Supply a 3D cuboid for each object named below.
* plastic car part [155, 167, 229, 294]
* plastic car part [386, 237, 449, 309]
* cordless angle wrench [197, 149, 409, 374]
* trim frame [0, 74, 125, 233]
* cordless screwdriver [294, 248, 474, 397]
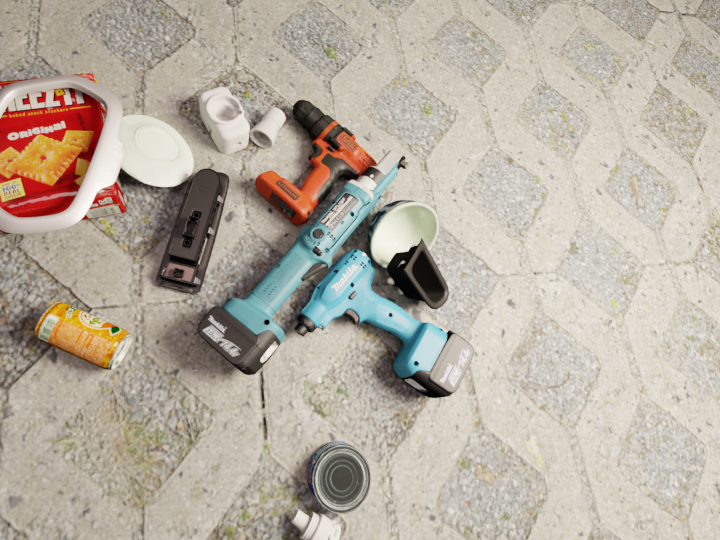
[{"bbox_3d":[-0.251,-0.073,0.638,0.066,0.066,0.206,11,67,-5],"label":"plastic car part"},{"bbox_3d":[0.083,0.013,0.669,0.066,0.074,0.111,-54,127,-29],"label":"plastic car part"},{"bbox_3d":[-0.062,-0.041,0.639,0.101,0.072,0.421,33,70,16],"label":"cordless angle wrench"},{"bbox_3d":[-0.419,-0.162,0.567,0.181,0.027,0.253,9,67,-9],"label":"trim frame"},{"bbox_3d":[0.032,0.099,0.640,0.252,0.074,0.158,39,68,5],"label":"cordless screwdriver"}]
